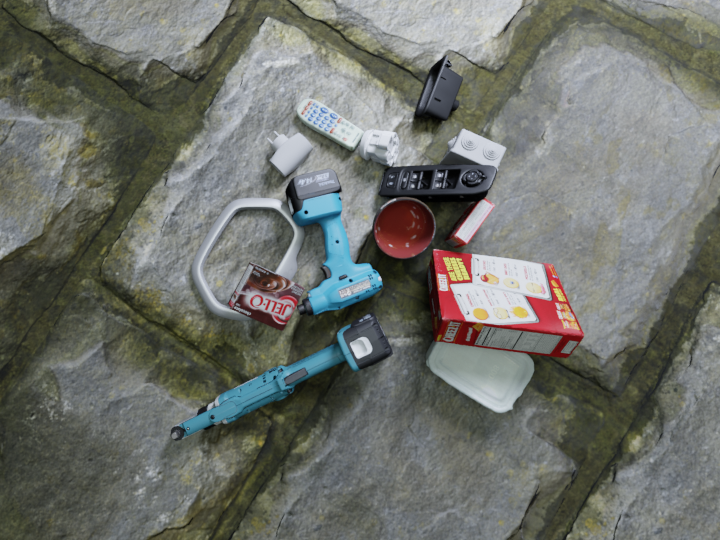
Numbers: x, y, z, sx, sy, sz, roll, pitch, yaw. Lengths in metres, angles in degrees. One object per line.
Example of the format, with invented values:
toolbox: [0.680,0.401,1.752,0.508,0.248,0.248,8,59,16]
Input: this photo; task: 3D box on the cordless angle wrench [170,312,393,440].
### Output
cordless angle wrench: [-0.149,0.202,0.755,0.424,0.097,0.075,-26,87,4]

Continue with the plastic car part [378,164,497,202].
plastic car part: [0.139,-0.149,0.761,0.212,0.063,0.067,3,58,33]

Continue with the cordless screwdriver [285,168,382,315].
cordless screwdriver: [-0.075,-0.049,0.768,0.157,0.075,0.250,-21,87,-13]

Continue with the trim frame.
trim frame: [-0.213,-0.025,0.807,0.186,0.027,0.248,29,84,6]

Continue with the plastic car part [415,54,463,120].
plastic car part: [0.157,-0.335,0.810,0.069,0.067,0.116,18,89,-13]
